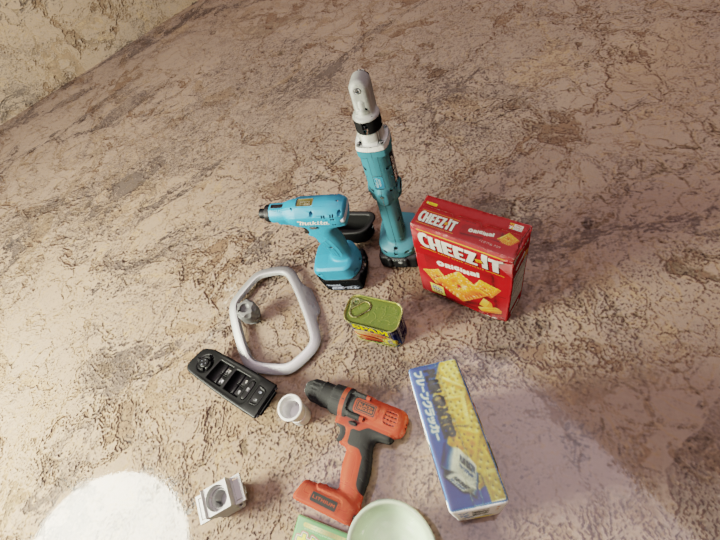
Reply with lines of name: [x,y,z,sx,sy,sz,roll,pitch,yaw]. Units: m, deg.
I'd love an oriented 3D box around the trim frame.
trim frame: [-0.175,0.097,0.865,0.184,0.026,0.261,-28,54,0]

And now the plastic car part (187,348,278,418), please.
plastic car part: [-0.239,0.207,0.792,0.213,0.064,0.066,20,66,29]

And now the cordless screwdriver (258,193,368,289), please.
cordless screwdriver: [-0.078,-0.051,0.796,0.164,0.237,0.076,1,59,17]

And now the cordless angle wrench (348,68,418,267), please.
cordless angle wrench: [0.042,-0.145,0.712,0.077,0.403,0.100,2,59,17]

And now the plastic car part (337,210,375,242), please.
plastic car part: [-0.021,-0.085,0.903,0.120,0.067,0.067,3,59,20]
